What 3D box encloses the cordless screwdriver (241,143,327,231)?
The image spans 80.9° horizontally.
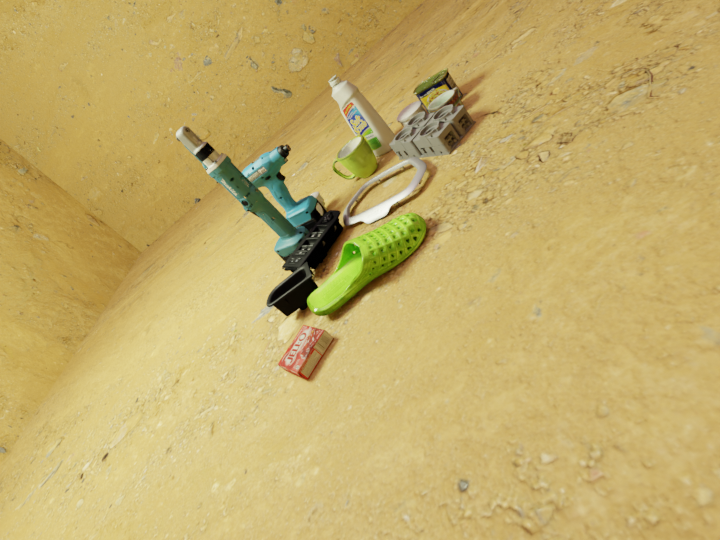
[{"bbox_3d":[-0.177,-0.205,1.105,0.163,0.238,0.076,-28,28,30],"label":"cordless screwdriver"}]

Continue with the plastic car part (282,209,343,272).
[{"bbox_3d":[-0.097,-0.064,0.995,0.069,0.064,0.203,-9,43,49],"label":"plastic car part"}]

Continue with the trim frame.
[{"bbox_3d":[0.052,-0.185,1.001,0.256,0.026,0.186,-21,36,36],"label":"trim frame"}]

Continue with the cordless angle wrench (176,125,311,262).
[{"bbox_3d":[-0.260,-0.172,0.992,0.101,0.406,0.075,-23,31,38],"label":"cordless angle wrench"}]

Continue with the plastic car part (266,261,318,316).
[{"bbox_3d":[-0.132,0.050,0.885,0.117,0.068,0.068,-40,26,8],"label":"plastic car part"}]
